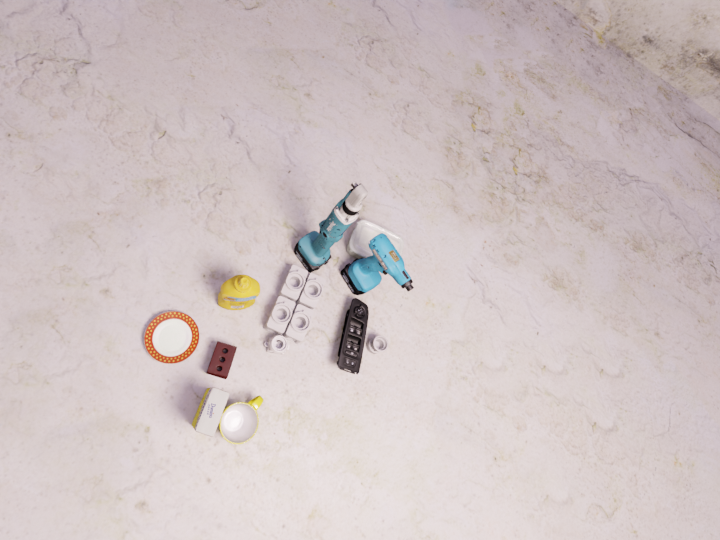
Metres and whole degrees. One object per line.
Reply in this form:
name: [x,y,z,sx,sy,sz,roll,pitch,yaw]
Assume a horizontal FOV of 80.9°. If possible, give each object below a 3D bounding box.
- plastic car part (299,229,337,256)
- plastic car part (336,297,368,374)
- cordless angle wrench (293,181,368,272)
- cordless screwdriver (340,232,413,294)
plastic car part: [-0.120,-0.079,1.228,0.113,0.071,0.067,-22,80,-24]
plastic car part: [-0.022,0.178,1.160,0.065,0.067,0.206,19,65,-13]
cordless angle wrench: [-0.071,-0.103,1.055,0.073,0.427,0.099,-35,88,-27]
cordless screwdriver: [0.045,0.011,1.145,0.073,0.251,0.161,-30,84,-27]
